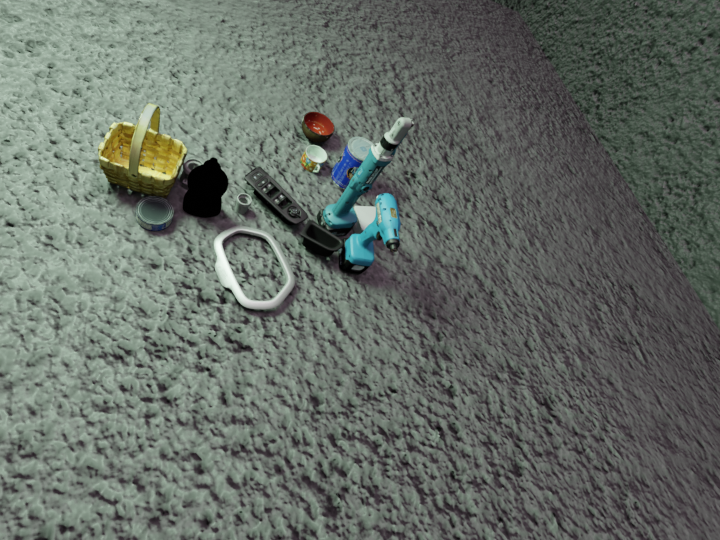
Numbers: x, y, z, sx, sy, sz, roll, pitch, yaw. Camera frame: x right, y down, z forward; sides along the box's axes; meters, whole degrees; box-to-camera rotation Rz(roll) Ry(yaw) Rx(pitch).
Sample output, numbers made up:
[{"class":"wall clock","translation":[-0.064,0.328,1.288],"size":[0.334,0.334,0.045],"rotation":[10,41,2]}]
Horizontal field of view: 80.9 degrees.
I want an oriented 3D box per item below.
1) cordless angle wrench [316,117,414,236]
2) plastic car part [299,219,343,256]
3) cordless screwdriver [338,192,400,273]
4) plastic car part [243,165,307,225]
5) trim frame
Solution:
[{"class":"cordless angle wrench","translation":[0.006,-0.230,1.089],"size":[0.094,0.425,0.077],"rotation":[-6,64,-33]},{"class":"plastic car part","translation":[-0.113,-0.074,1.153],"size":[0.116,0.071,0.066],"rotation":[32,50,-4]},{"class":"cordless screwdriver","translation":[0.026,-0.067,1.099],"size":[0.072,0.250,0.164],"rotation":[10,56,-24]},{"class":"plastic car part","translation":[-0.239,-0.195,1.179],"size":[0.205,0.067,0.065],"rotation":[41,50,5]},{"class":"trim frame","translation":[-0.270,-0.012,1.063],"size":[0.178,0.027,0.257],"rotation":[-17,66,-34]}]
